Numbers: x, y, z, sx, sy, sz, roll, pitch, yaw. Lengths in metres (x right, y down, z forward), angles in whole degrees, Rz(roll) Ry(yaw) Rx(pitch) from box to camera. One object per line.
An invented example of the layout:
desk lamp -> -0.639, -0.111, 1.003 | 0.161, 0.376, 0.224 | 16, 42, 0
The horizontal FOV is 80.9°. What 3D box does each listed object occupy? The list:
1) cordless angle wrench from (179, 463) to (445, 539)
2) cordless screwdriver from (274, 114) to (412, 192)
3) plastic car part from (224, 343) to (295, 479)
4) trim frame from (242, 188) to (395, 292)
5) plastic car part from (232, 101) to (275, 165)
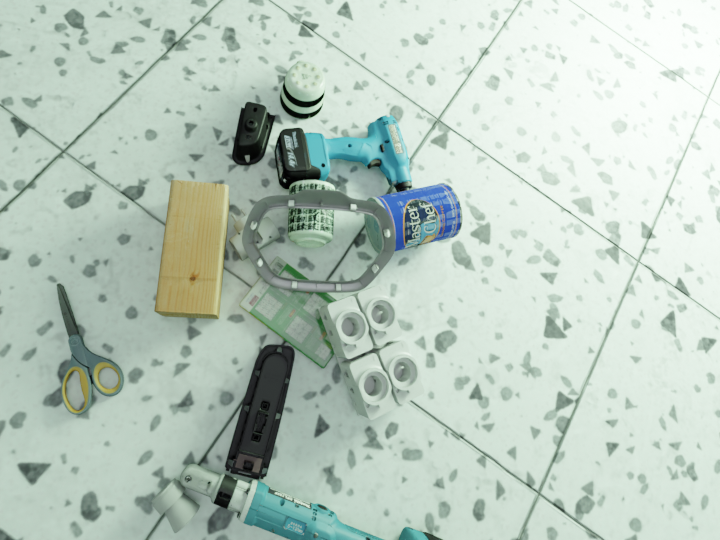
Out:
cordless angle wrench -> -0.063, 0.372, 0.613 | 0.423, 0.097, 0.075 | 22, 77, 0
cordless screwdriver -> -0.026, -0.194, 0.775 | 0.243, 0.075, 0.162 | -13, 79, -17
plastic car part -> -0.152, 0.212, 0.655 | 0.066, 0.066, 0.205 | 13, 71, -2
trim frame -> -0.067, -0.043, 0.680 | 0.248, 0.028, 0.180 | 5, 113, -1
plastic car part -> -0.195, -0.254, 0.762 | 0.065, 0.071, 0.118 | 11, 72, -9
